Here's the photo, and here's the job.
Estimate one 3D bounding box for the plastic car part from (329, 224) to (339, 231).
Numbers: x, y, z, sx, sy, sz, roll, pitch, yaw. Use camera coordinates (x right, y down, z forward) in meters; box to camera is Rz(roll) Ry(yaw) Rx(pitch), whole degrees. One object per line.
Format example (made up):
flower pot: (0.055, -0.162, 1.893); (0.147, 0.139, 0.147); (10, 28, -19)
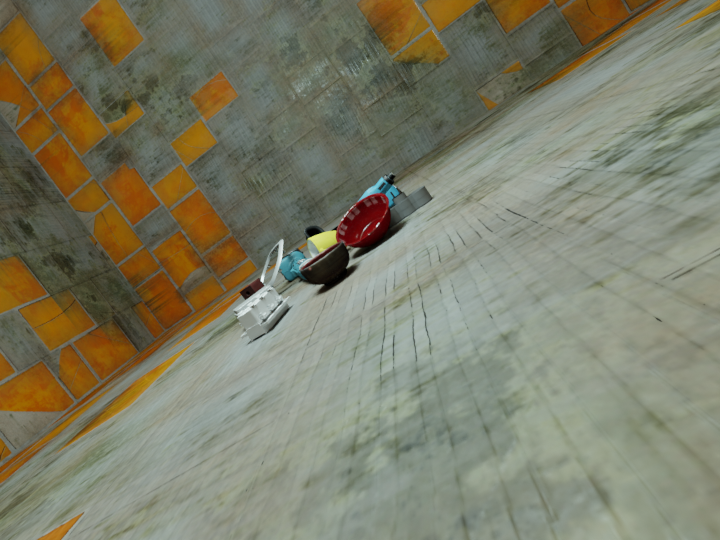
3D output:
plastic car part: (-0.031, -0.122, 1.302); (0.200, 0.064, 0.070); (-40, 19, -27)

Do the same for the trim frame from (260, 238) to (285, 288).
trim frame: (-0.283, 0.000, 1.347); (0.253, 0.026, 0.187); (-29, 46, 59)

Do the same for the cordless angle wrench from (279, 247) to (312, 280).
cordless angle wrench: (-0.164, -0.008, 1.203); (0.097, 0.073, 0.434); (-37, 13, -12)

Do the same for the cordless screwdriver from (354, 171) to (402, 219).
cordless screwdriver: (0.063, -0.210, 1.181); (0.160, 0.075, 0.244); (-49, -5, 22)

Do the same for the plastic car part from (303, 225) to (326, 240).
plastic car part: (-0.133, -0.087, 1.364); (0.065, 0.120, 0.070); (-38, -16, -26)
